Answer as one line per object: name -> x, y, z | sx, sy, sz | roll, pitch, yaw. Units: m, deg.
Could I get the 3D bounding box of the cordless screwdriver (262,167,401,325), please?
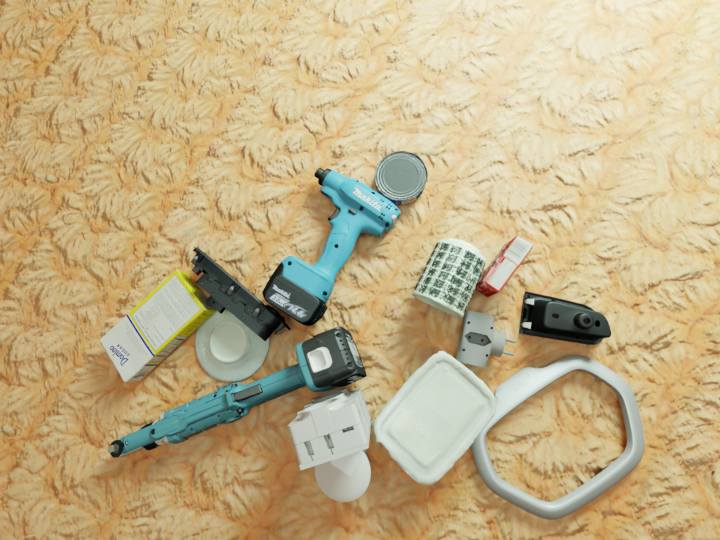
cordless screwdriver -> -0.067, -0.044, 0.688 | 0.163, 0.072, 0.248 | 35, 82, 12

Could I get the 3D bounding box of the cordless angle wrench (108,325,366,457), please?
cordless angle wrench -> -0.201, 0.205, 0.654 | 0.426, 0.094, 0.077 | -24, 68, 7

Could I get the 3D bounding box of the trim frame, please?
trim frame -> 0.279, 0.233, 0.606 | 0.249, 0.027, 0.188 | -36, 77, 2

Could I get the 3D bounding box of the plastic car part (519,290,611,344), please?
plastic car part -> 0.303, 0.071, 0.611 | 0.119, 0.069, 0.066 | 10, 83, 12

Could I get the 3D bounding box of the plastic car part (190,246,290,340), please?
plastic car part -> -0.203, 0.045, 0.684 | 0.207, 0.065, 0.067 | 34, 68, 10
